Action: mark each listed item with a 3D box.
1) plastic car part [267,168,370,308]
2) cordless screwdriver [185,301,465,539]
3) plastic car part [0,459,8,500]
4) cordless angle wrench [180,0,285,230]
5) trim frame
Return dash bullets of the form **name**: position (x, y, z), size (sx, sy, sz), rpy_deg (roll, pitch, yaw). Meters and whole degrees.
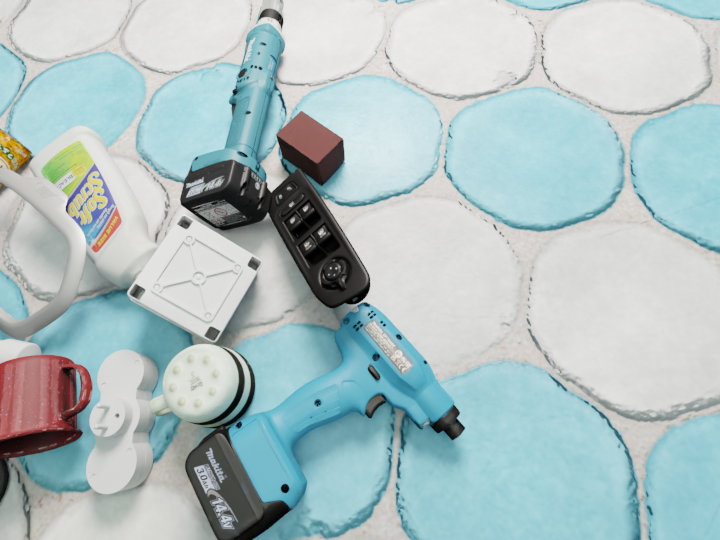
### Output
- **plastic car part**: position (-0.048, -0.031, 0.488), size (0.066, 0.063, 0.214), rpy_deg (-36, 48, 3)
- **cordless screwdriver**: position (-0.031, 0.162, 0.416), size (0.246, 0.072, 0.165), rpy_deg (-38, 70, -15)
- **plastic car part**: position (-0.428, 0.205, 0.438), size (0.121, 0.068, 0.065), rpy_deg (40, 77, 21)
- **cordless angle wrench**: position (-0.153, -0.260, 0.604), size (0.101, 0.070, 0.432), rpy_deg (-11, 59, 27)
- **trim frame**: position (-0.432, -0.028, 0.531), size (0.259, 0.026, 0.184), rpy_deg (32, 95, 22)
